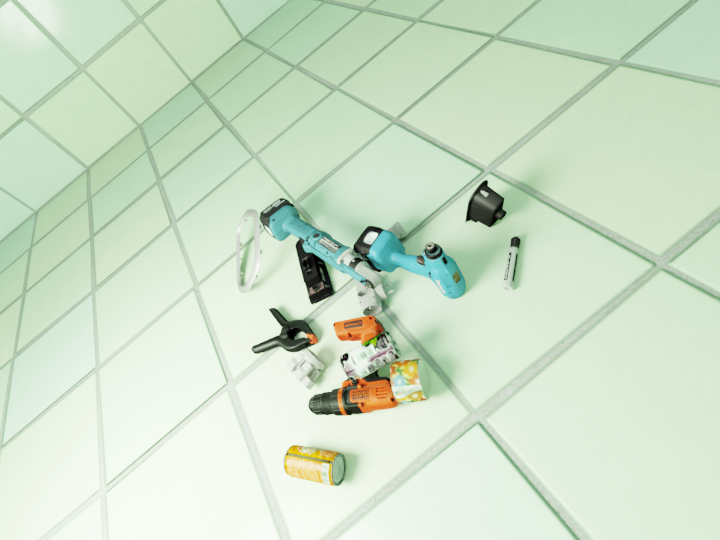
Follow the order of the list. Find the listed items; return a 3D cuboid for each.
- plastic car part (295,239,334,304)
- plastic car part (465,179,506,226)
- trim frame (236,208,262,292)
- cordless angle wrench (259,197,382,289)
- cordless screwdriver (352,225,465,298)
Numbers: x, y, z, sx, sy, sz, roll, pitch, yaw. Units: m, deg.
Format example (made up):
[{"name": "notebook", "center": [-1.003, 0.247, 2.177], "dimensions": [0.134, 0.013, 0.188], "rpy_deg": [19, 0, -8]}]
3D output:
[{"name": "plastic car part", "center": [-0.130, -0.013, 1.076], "dimensions": [0.067, 0.063, 0.212], "rpy_deg": [-34, 43, 14]}, {"name": "plastic car part", "center": [0.268, -0.130, 0.884], "dimensions": [0.074, 0.112, 0.066], "rpy_deg": [41, 82, 20]}, {"name": "trim frame", "center": [-0.316, -0.058, 1.184], "dimensions": [0.188, 0.026, 0.255], "rpy_deg": [-35, 56, 47]}, {"name": "cordless angle wrench", "center": [-0.100, -0.065, 1.019], "dimensions": [0.097, 0.071, 0.448], "rpy_deg": [-41, 45, -17]}, {"name": "cordless screwdriver", "center": [0.090, -0.033, 0.884], "dimensions": [0.263, 0.150, 0.074], "rpy_deg": [24, 71, 44]}]
